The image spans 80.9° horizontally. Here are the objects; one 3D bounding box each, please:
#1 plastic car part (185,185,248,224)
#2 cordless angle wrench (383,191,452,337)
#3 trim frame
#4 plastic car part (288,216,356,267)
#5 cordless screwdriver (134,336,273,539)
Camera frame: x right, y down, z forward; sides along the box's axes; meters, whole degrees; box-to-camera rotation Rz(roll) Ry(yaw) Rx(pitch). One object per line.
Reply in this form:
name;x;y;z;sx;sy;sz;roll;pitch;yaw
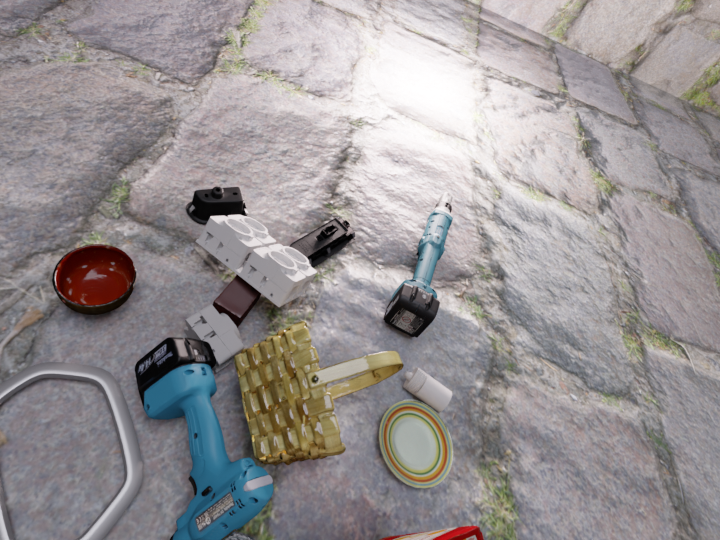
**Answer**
plastic car part;-0.273;-0.133;0.819;0.112;0.071;0.069;-6;59;-30
cordless angle wrench;0.151;-0.048;0.913;0.074;0.097;0.425;27;47;-1
trim frame;-0.386;0.232;0.535;0.178;0.027;0.257;-18;65;-32
plastic car part;-0.083;-0.054;0.844;0.199;0.067;0.067;-37;83;-34
cordless screwdriver;-0.227;0.222;0.553;0.261;0.160;0.070;53;12;29
